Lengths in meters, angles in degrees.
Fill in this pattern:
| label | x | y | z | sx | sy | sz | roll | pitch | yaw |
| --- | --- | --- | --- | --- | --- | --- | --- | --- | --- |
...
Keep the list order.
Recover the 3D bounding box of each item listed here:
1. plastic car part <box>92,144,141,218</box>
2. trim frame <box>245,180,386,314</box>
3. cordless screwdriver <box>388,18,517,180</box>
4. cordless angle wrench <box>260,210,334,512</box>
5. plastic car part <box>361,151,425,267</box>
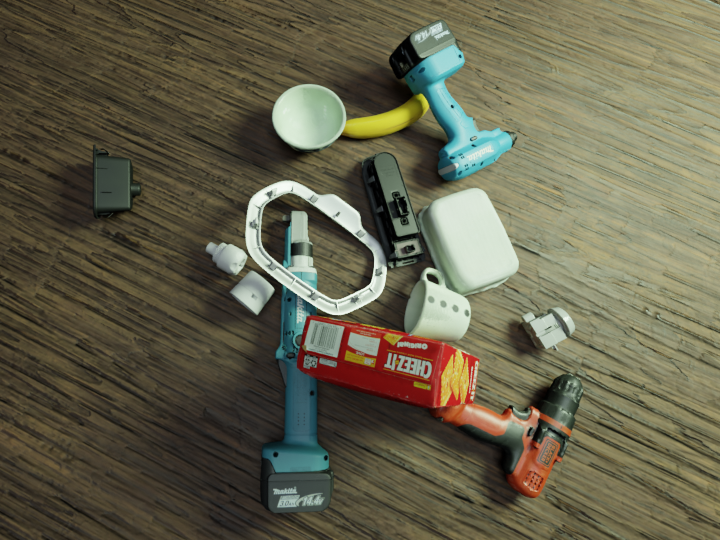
| label | x | y | z | sx | sy | sz | roll | pitch | yaw |
| --- | --- | --- | --- | --- | --- | --- | --- | --- | --- |
| plastic car part | -0.403 | -0.141 | 0.701 | 0.069 | 0.067 | 0.118 | -6 | 79 | -20 |
| trim frame | -0.064 | -0.042 | 0.654 | 0.247 | 0.028 | 0.184 | 35 | 54 | -3 |
| cordless screwdriver | 0.163 | -0.290 | 0.716 | 0.156 | 0.076 | 0.247 | -27 | 94 | -19 |
| cordless angle wrench | -0.093 | 0.108 | 0.629 | 0.097 | 0.074 | 0.431 | 1 | 72 | -8 |
| plastic car part | 0.052 | -0.111 | 0.694 | 0.066 | 0.066 | 0.208 | -14 | 73 | -7 |
